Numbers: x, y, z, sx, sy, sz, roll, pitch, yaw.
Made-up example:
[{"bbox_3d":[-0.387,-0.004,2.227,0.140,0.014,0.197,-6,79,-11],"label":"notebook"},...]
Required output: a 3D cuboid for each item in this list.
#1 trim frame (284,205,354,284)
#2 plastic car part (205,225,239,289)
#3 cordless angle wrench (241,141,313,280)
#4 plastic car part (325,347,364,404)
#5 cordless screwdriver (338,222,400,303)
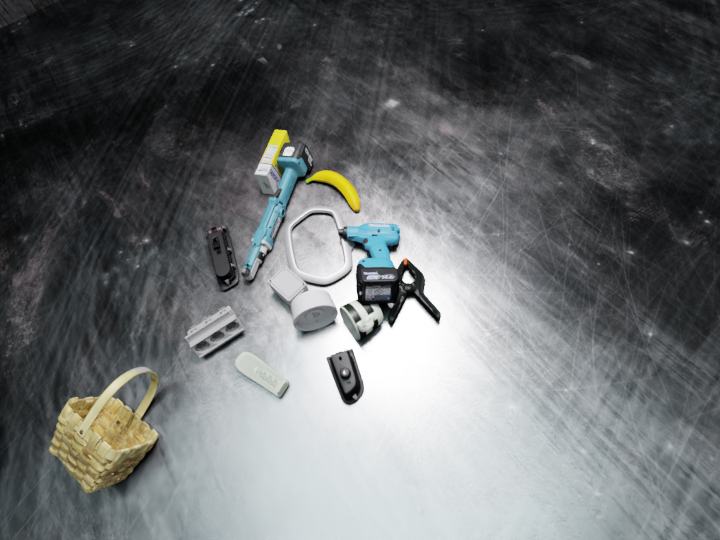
[{"bbox_3d":[-0.111,-0.072,1.130,0.185,0.026,0.258,-16,58,2],"label":"trim frame"},{"bbox_3d":[-0.376,-0.045,1.143,0.065,0.065,0.211,-18,62,-11],"label":"plastic car part"},{"bbox_3d":[-0.238,-0.167,1.176,0.077,0.093,0.427,8,67,21],"label":"cordless angle wrench"},{"bbox_3d":[-0.032,0.224,0.923,0.066,0.068,0.122,-21,57,-3],"label":"plastic car part"},{"bbox_3d":[0.018,-0.032,1.020,0.161,0.072,0.255,1,40,4],"label":"cordless screwdriver"}]
